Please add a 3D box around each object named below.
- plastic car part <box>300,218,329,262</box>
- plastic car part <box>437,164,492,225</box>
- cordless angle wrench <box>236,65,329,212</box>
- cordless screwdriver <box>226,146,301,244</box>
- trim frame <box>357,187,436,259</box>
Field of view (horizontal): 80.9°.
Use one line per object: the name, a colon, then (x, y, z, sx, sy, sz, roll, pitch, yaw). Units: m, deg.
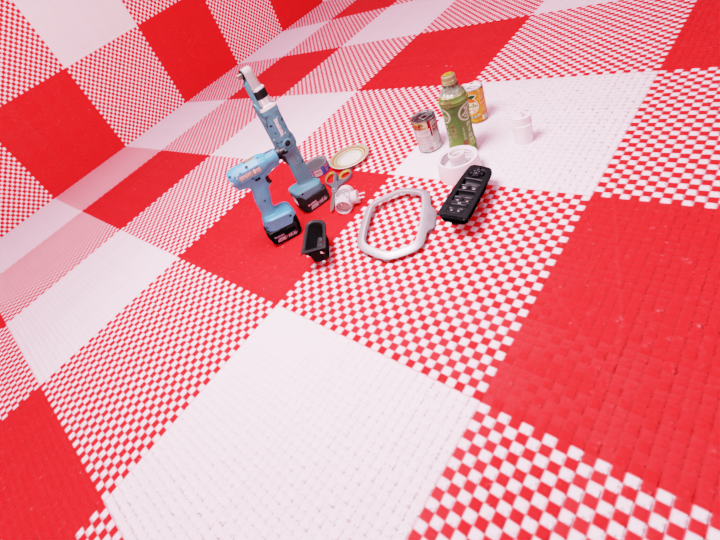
plastic car part: (-0.102, -0.067, 1.042, 0.067, 0.067, 0.120, -15, 41, 14)
plastic car part: (0.244, -0.165, 0.950, 0.070, 0.064, 0.203, 8, 52, 35)
cordless angle wrench: (-0.206, -0.343, 1.131, 0.097, 0.402, 0.079, -36, 40, -12)
cordless screwdriver: (-0.227, -0.198, 1.119, 0.159, 0.237, 0.078, -29, 39, -3)
trim frame: (0.087, -0.117, 1.019, 0.191, 0.026, 0.252, -7, 45, 24)
